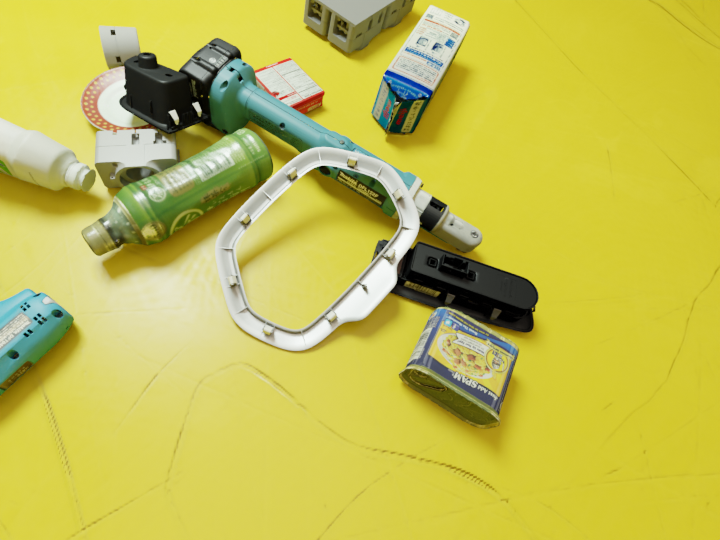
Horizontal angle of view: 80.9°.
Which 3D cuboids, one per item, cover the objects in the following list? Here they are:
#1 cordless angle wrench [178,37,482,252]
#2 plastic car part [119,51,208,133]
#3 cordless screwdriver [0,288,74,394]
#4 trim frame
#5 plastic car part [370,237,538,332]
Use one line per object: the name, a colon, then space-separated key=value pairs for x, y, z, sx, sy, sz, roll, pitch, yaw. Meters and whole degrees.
cordless angle wrench: x=-0.034 y=-0.146 z=0.538 sx=0.427 sy=0.097 sz=0.074 roll=32 pitch=65 yaw=5
plastic car part: x=-0.252 y=-0.225 z=0.517 sx=0.120 sy=0.070 sz=0.065 roll=32 pitch=44 yaw=17
cordless screwdriver: x=-0.421 y=0.032 z=0.396 sx=0.252 sy=0.074 sz=0.158 roll=36 pitch=63 yaw=6
trim frame: x=-0.046 y=-0.030 z=0.470 sx=0.185 sy=0.027 sz=0.247 roll=44 pitch=79 yaw=3
plastic car part: x=0.116 y=0.010 z=0.494 sx=0.203 sy=0.066 sz=0.067 roll=21 pitch=55 yaw=-1
